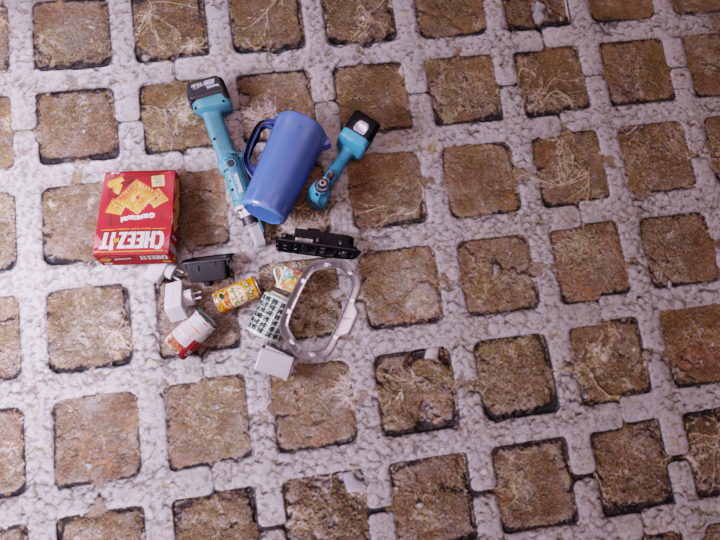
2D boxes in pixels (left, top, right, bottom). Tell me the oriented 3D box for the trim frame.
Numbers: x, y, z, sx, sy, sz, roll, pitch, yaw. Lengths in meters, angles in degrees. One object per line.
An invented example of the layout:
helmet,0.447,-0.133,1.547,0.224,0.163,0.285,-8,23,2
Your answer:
trim frame,-0.087,0.089,0.983,0.175,0.029,0.249,30,78,-31

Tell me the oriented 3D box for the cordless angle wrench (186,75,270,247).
cordless angle wrench,-0.311,-0.254,1.024,0.097,0.075,0.425,-19,87,-12

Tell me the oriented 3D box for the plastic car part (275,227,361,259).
plastic car part,-0.100,-0.065,1.020,0.202,0.065,0.068,11,57,-2

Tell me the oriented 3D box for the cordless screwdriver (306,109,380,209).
cordless screwdriver,-0.045,-0.263,0.996,0.074,0.160,0.249,32,80,-5

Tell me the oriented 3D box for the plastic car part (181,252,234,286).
plastic car part,-0.355,0.001,0.995,0.116,0.067,0.070,-10,100,-3
